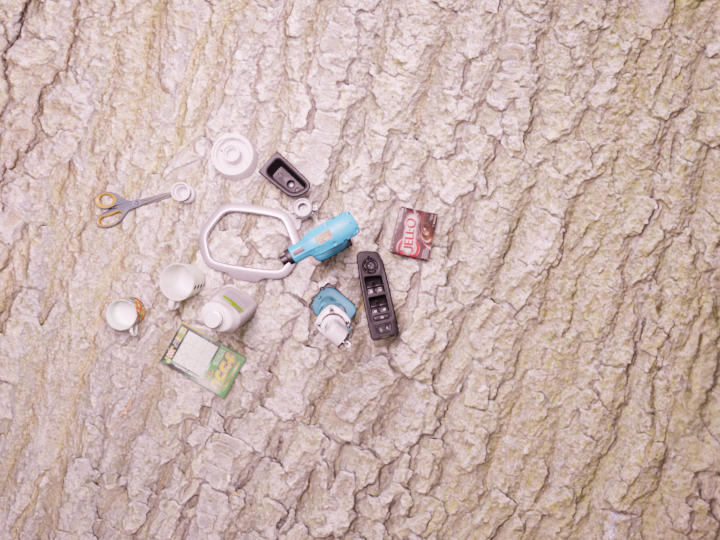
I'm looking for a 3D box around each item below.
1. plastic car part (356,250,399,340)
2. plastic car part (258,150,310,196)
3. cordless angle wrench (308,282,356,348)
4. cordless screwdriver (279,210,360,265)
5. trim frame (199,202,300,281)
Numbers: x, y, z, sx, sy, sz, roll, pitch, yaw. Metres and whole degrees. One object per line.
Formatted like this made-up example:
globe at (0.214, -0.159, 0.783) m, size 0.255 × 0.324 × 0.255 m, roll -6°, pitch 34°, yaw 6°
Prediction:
plastic car part at (0.035, 0.053, 0.980) m, size 0.066 × 0.067 × 0.203 m, roll -11°, pitch 88°, yaw -2°
plastic car part at (-0.172, -0.213, 0.993) m, size 0.117 × 0.071 × 0.066 m, roll 41°, pitch 88°, yaw 1°
cordless angle wrench at (-0.052, 0.086, 0.803) m, size 0.098 × 0.424 × 0.074 m, roll 40°, pitch 88°, yaw -4°
cordless screwdriver at (-0.088, -0.057, 0.897) m, size 0.159 × 0.249 × 0.074 m, roll -29°, pitch 93°, yaw -2°
trim frame at (-0.264, -0.066, 1.011) m, size 0.249 × 0.027 × 0.184 m, roll 7°, pitch 88°, yaw 1°
